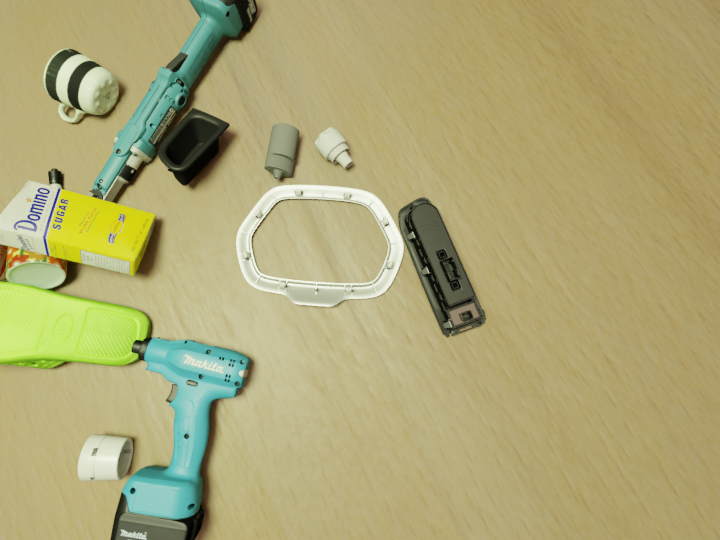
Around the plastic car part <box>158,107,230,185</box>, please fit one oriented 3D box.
[{"bbox_3d":[-0.254,-0.177,0.641,0.067,0.070,0.117,24,63,5],"label":"plastic car part"}]

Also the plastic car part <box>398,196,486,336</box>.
[{"bbox_3d":[0.110,-0.013,0.596,0.066,0.065,0.208,-22,75,2],"label":"plastic car part"}]

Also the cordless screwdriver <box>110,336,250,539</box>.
[{"bbox_3d":[-0.251,0.215,0.546,0.160,0.073,0.251,13,74,0],"label":"cordless screwdriver"}]

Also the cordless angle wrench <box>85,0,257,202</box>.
[{"bbox_3d":[-0.303,-0.280,0.665,0.075,0.097,0.423,28,83,4],"label":"cordless angle wrench"}]

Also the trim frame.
[{"bbox_3d":[-0.061,-0.040,0.625,0.249,0.027,0.186,5,78,1],"label":"trim frame"}]
